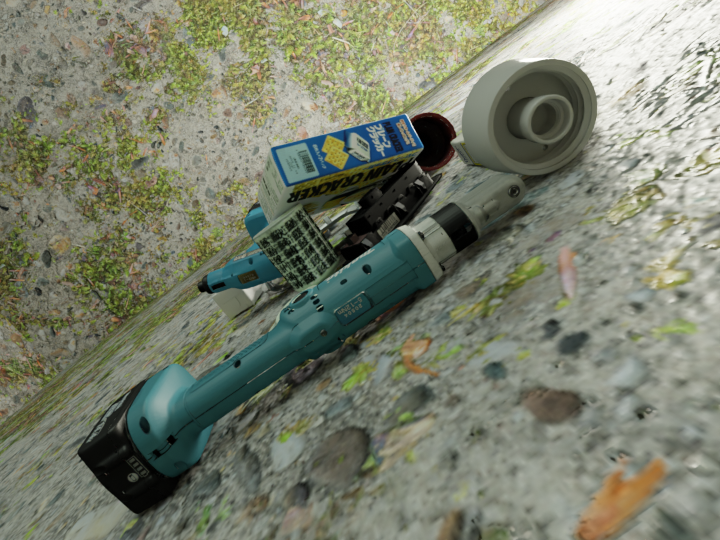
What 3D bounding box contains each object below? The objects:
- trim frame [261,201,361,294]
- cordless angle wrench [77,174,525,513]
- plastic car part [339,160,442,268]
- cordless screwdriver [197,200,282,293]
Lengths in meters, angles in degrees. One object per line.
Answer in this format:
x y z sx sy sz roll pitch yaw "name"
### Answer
-0.070 -0.046 0.713 0.249 0.026 0.190 -36 23 1 "trim frame"
-0.039 0.044 0.367 0.423 0.073 0.100 -35 15 2 "cordless angle wrench"
0.037 -0.087 0.575 0.200 0.066 0.068 -44 8 -31 "plastic car part"
-0.183 -0.048 0.740 0.161 0.071 0.255 -20 28 10 "cordless screwdriver"
